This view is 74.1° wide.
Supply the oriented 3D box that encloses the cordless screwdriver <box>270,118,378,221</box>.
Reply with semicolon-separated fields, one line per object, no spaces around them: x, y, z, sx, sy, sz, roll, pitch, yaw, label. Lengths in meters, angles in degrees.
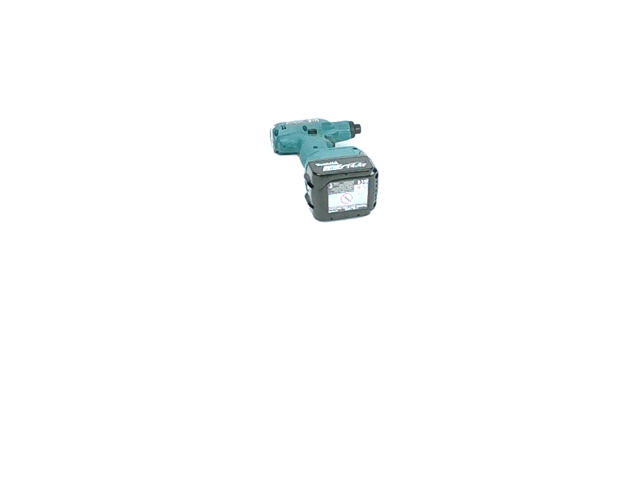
0.024;-0.130;0.659;0.159;0.074;0.249;-11;37;-13;cordless screwdriver
